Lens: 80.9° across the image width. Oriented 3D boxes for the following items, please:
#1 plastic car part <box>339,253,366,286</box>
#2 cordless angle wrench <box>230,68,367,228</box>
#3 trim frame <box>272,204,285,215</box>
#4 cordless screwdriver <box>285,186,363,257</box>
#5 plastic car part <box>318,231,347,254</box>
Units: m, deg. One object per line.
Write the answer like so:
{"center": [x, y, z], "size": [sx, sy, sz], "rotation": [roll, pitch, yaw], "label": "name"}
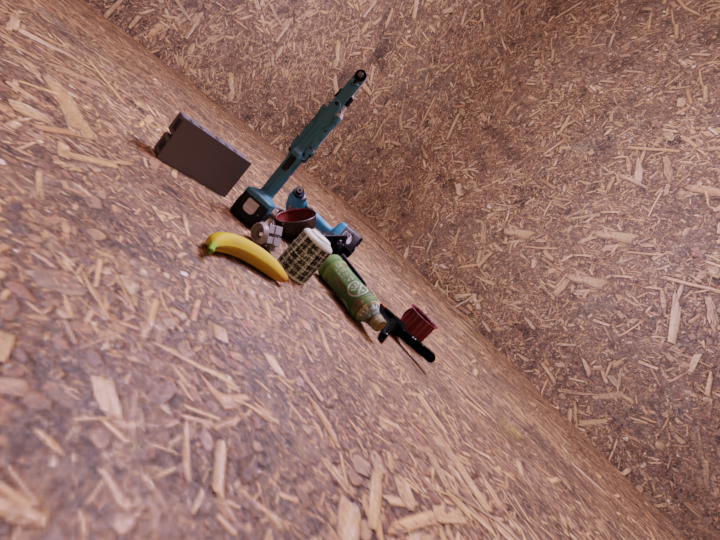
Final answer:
{"center": [-0.031, 0.025, 1.136], "size": [0.121, 0.066, 0.068], "rotation": [49, -2, 22], "label": "plastic car part"}
{"center": [-0.131, -0.275, 0.954], "size": [0.074, 0.424, 0.098], "rotation": [41, 10, -5], "label": "cordless angle wrench"}
{"center": [-0.187, -0.126, 1.281], "size": [0.234, 0.027, 0.194], "rotation": [29, 16, -43], "label": "trim frame"}
{"center": [-0.109, -0.142, 1.221], "size": [0.249, 0.074, 0.160], "rotation": [40, -18, -1], "label": "cordless screwdriver"}
{"center": [-0.108, -0.071, 1.103], "size": [0.071, 0.066, 0.194], "rotation": [25, 18, 31], "label": "plastic car part"}
